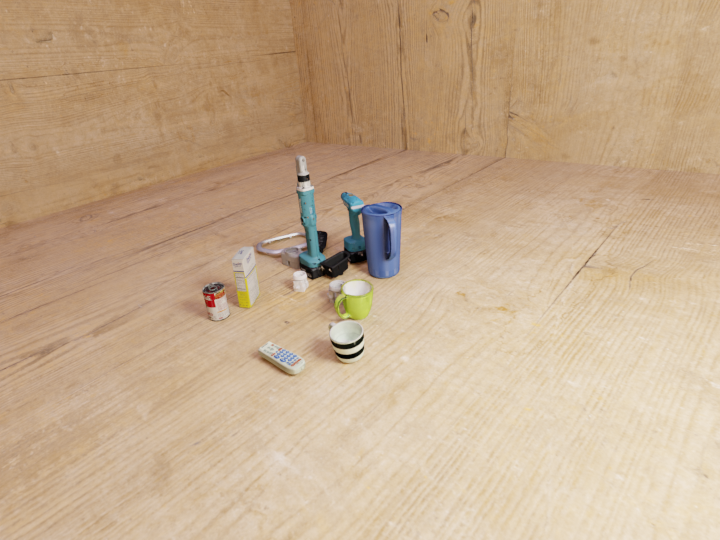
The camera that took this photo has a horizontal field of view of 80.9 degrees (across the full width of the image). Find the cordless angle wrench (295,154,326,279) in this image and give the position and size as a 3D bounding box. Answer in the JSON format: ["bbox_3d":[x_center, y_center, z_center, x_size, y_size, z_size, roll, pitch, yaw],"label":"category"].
[{"bbox_3d":[-0.176,-0.176,1.422,0.072,0.411,0.104,-21,29,-33],"label":"cordless angle wrench"}]

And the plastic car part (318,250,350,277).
[{"bbox_3d":[-0.078,-0.014,1.460,0.070,0.069,0.113,18,35,40],"label":"plastic car part"}]

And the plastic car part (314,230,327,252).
[{"bbox_3d":[-0.163,-0.106,1.663,0.067,0.065,0.207,-5,27,2],"label":"plastic car part"}]

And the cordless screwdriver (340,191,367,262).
[{"bbox_3d":[-0.029,-0.162,1.547,0.073,0.242,0.167,-12,26,-16],"label":"cordless screwdriver"}]

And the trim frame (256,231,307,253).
[{"bbox_3d":[-0.310,-0.114,1.752,0.242,0.027,0.194,-19,30,-23],"label":"trim frame"}]
